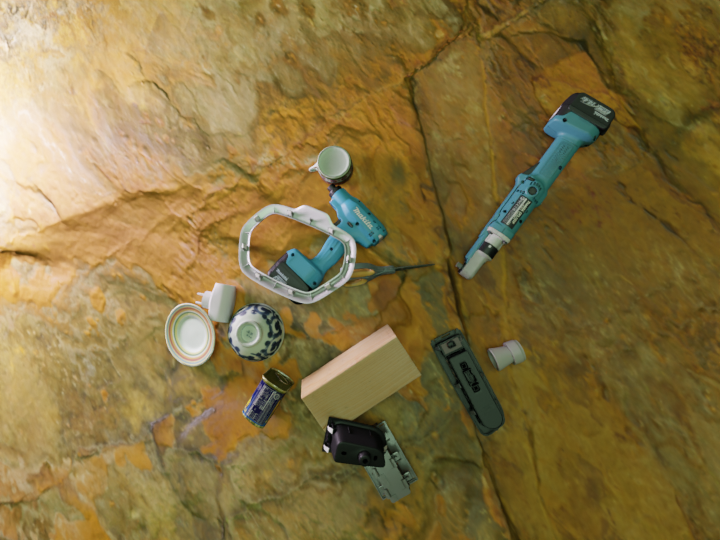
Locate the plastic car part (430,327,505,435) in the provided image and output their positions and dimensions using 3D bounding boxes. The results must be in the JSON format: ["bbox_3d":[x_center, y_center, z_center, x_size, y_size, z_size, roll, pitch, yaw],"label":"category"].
[{"bbox_3d":[0.216,0.216,0.810,0.066,0.067,0.205,-26,83,-7],"label":"plastic car part"}]

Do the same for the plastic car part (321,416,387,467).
[{"bbox_3d":[-0.004,0.310,0.736,0.116,0.071,0.065,11,97,-2],"label":"plastic car part"}]

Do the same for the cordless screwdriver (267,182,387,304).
[{"bbox_3d":[-0.085,-0.056,0.873,0.248,0.073,0.163,-41,79,-5],"label":"cordless screwdriver"}]

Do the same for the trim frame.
[{"bbox_3d":[-0.129,-0.042,0.827,0.258,0.026,0.184,24,73,19],"label":"trim frame"}]

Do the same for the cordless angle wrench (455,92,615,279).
[{"bbox_3d":[0.334,-0.156,0.845,0.100,0.073,0.423,37,89,7],"label":"cordless angle wrench"}]
